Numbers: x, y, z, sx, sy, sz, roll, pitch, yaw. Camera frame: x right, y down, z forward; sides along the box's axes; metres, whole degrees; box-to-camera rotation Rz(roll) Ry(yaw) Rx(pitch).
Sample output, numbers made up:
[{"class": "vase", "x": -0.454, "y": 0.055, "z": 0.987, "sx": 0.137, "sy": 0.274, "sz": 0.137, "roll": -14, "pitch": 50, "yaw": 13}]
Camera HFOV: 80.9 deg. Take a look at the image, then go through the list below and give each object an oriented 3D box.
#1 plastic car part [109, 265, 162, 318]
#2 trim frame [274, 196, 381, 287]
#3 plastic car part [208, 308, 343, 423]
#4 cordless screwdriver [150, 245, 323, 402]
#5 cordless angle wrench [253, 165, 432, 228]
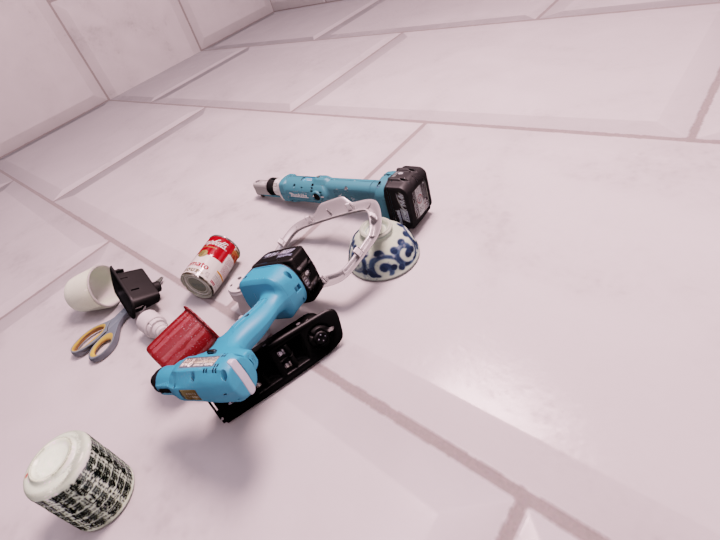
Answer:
[{"class": "plastic car part", "x": -0.410, "y": 0.036, "z": 0.785, "sx": 0.069, "sy": 0.064, "sz": 0.123, "roll": -25, "pitch": 45, "yaw": -38}, {"class": "trim frame", "x": -0.070, "y": -0.046, "z": 0.712, "sx": 0.258, "sy": 0.026, "sz": 0.186, "roll": -12, "pitch": 49, "yaw": 40}, {"class": "plastic car part", "x": -0.115, "y": 0.120, "z": 0.584, "sx": 0.201, "sy": 0.065, "sz": 0.069, "roll": -31, "pitch": 15, "yaw": -10}, {"class": "cordless screwdriver", "x": -0.160, "y": 0.069, "z": 0.568, "sx": 0.165, "sy": 0.072, "sz": 0.249, "roll": -12, "pitch": 29, "yaw": 31}, {"class": "cordless angle wrench", "x": -0.071, "y": -0.160, "z": 0.850, "sx": 0.446, "sy": 0.094, "sz": 0.073, "roll": 12, "pitch": 46, "yaw": 37}]
